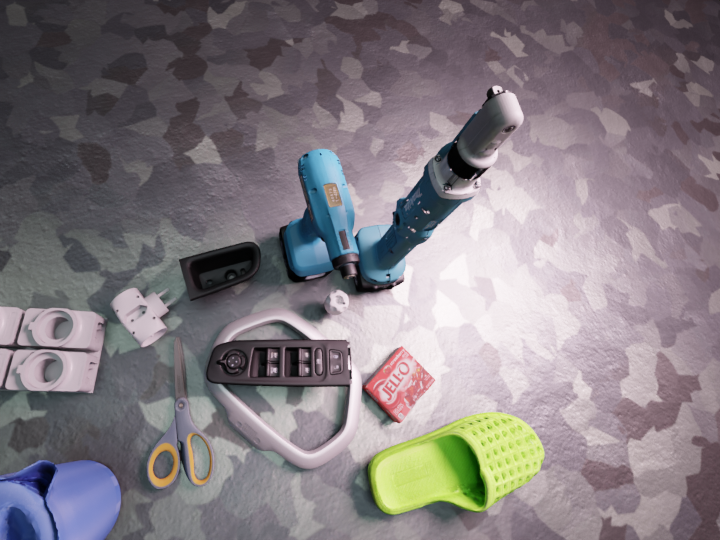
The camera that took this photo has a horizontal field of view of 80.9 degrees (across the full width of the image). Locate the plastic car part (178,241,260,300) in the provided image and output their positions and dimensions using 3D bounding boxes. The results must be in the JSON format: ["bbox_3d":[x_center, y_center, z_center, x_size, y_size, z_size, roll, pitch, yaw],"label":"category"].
[{"bbox_3d":[-0.207,0.004,0.647,0.114,0.071,0.067,-18,76,-16],"label":"plastic car part"}]

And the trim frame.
[{"bbox_3d":[-0.111,0.167,0.624,0.251,0.027,0.183,37,68,5],"label":"trim frame"}]

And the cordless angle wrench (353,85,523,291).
[{"bbox_3d":[0.070,-0.068,0.531,0.073,0.422,0.100,-7,74,-17],"label":"cordless angle wrench"}]

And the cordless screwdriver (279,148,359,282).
[{"bbox_3d":[-0.058,-0.038,0.592,0.073,0.248,0.163,-11,75,-17],"label":"cordless screwdriver"}]

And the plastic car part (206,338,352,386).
[{"bbox_3d":[-0.118,0.135,0.614,0.200,0.067,0.068,2,71,-9],"label":"plastic car part"}]
